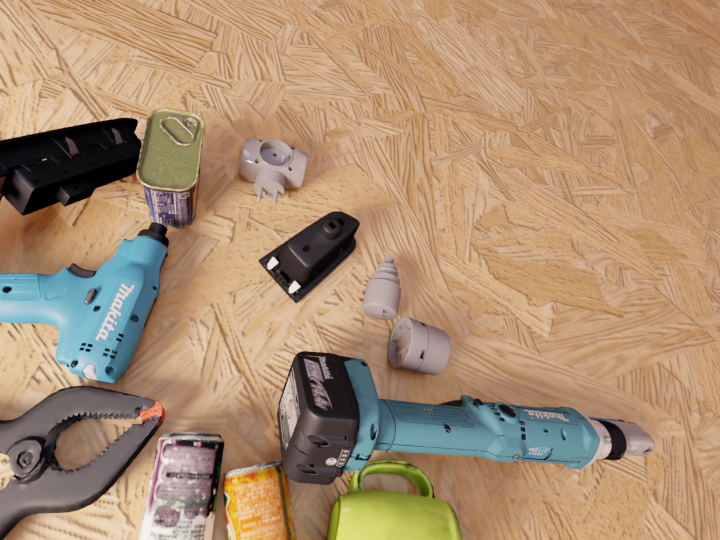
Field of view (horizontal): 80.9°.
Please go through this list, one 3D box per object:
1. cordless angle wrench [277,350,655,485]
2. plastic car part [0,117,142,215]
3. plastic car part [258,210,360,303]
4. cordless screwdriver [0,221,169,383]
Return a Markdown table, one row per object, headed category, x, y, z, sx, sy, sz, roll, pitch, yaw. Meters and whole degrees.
| category | x | y | z | sx | sy | sz | roll | pitch | yaw |
| --- | --- | --- | --- | --- | --- | --- | --- | --- | --- |
| cordless angle wrench | 0.132 | 0.158 | 0.422 | 0.411 | 0.073 | 0.102 | 11 | 23 | -17 |
| plastic car part | -0.280 | -0.103 | 0.411 | 0.066 | 0.067 | 0.203 | 38 | 34 | -7 |
| plastic car part | -0.046 | -0.030 | 0.474 | 0.067 | 0.071 | 0.115 | 47 | 63 | 5 |
| cordless screwdriver | -0.311 | -0.006 | 0.385 | 0.243 | 0.074 | 0.162 | 18 | 60 | -12 |
